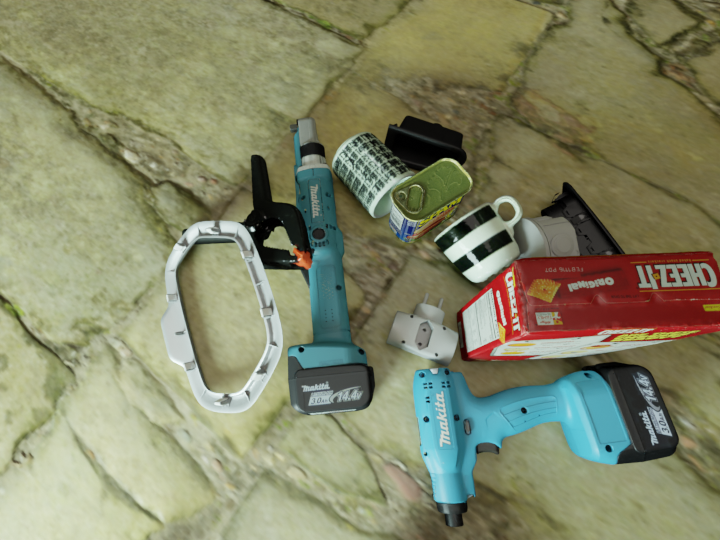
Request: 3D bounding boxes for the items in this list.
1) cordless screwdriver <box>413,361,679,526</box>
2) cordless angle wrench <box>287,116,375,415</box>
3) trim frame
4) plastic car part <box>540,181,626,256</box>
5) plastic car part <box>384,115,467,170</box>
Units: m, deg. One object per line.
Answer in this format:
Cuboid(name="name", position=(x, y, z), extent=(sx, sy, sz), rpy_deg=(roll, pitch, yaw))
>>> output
Cuboid(name="cordless screwdriver", position=(0.191, 0.183, 0.461), extent=(0.251, 0.072, 0.163), rpy_deg=(-6, 69, 6))
Cuboid(name="cordless angle wrench", position=(-0.055, -0.036, 0.567), extent=(0.098, 0.072, 0.434), rpy_deg=(-8, 66, 0))
Cuboid(name="trim frame", position=(-0.183, 0.051, 0.528), extent=(0.188, 0.026, 0.255), rpy_deg=(-31, 71, 26))
Cuboid(name="plastic car part", position=(0.297, -0.017, 0.540), extent=(0.068, 0.063, 0.209), rpy_deg=(-27, 69, 19))
Cuboid(name="plastic car part", position=(0.098, -0.191, 0.623), extent=(0.118, 0.064, 0.072), rpy_deg=(17, 57, 6))
